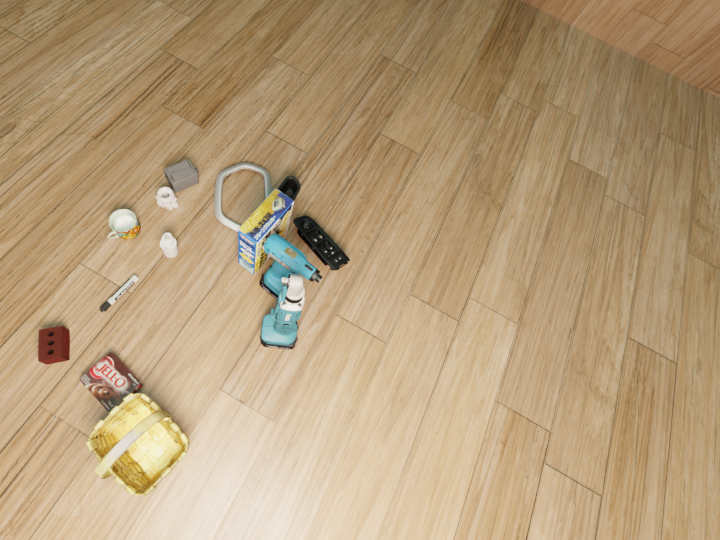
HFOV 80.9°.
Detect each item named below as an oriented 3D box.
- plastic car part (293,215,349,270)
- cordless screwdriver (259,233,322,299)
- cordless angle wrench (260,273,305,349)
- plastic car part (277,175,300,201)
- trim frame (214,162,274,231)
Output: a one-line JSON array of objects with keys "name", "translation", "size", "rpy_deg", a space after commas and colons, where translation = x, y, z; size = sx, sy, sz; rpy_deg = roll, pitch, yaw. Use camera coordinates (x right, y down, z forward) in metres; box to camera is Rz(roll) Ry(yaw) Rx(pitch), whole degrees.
[{"name": "plastic car part", "translation": [-0.121, -0.079, 1.243], "size": [0.065, 0.066, 0.208], "rpy_deg": [-34, 75, -24]}, {"name": "cordless screwdriver", "translation": [-0.182, 0.013, 1.086], "size": [0.161, 0.247, 0.074], "rpy_deg": [38, 63, 4]}, {"name": "cordless angle wrench", "translation": [-0.167, 0.096, 0.952], "size": [0.096, 0.421, 0.076], "rpy_deg": [8, 66, -12]}, {"name": "plastic car part", "translation": [-0.226, -0.223, 1.290], "size": [0.066, 0.070, 0.117], "rpy_deg": [27, 63, 0]}, {"name": "trim frame", "translation": [-0.351, -0.224, 1.291], "size": [0.181, 0.027, 0.255], "rpy_deg": [-1, 65, -11]}]
